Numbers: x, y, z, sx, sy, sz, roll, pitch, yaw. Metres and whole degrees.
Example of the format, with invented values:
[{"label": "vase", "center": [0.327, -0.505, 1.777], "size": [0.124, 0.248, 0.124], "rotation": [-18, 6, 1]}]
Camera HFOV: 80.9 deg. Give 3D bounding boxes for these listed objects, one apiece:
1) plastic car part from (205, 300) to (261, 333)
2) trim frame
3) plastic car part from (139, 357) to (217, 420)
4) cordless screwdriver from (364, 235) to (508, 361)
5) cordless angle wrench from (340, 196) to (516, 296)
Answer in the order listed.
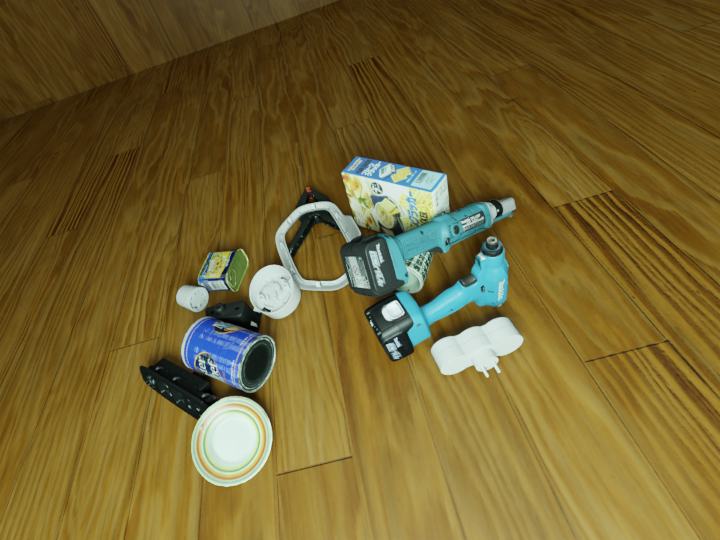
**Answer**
[{"label": "plastic car part", "center": [-0.269, 0.094, 0.864], "size": [0.118, 0.068, 0.068], "rotation": [-7, 45, 10]}, {"label": "trim frame", "center": [-0.092, -0.060, 0.942], "size": [0.184, 0.026, 0.260], "rotation": [-25, 54, -2]}, {"label": "plastic car part", "center": [-0.335, 0.212, 0.785], "size": [0.212, 0.064, 0.066], "rotation": [12, 43, 29]}, {"label": "cordless screwdriver", "center": [0.131, 0.044, 0.703], "size": [0.248, 0.151, 0.078], "rotation": [-26, 48, -3]}, {"label": "cordless angle wrench", "center": [0.155, -0.071, 0.777], "size": [0.411, 0.096, 0.077], "rotation": [-24, 12, -31]}]
